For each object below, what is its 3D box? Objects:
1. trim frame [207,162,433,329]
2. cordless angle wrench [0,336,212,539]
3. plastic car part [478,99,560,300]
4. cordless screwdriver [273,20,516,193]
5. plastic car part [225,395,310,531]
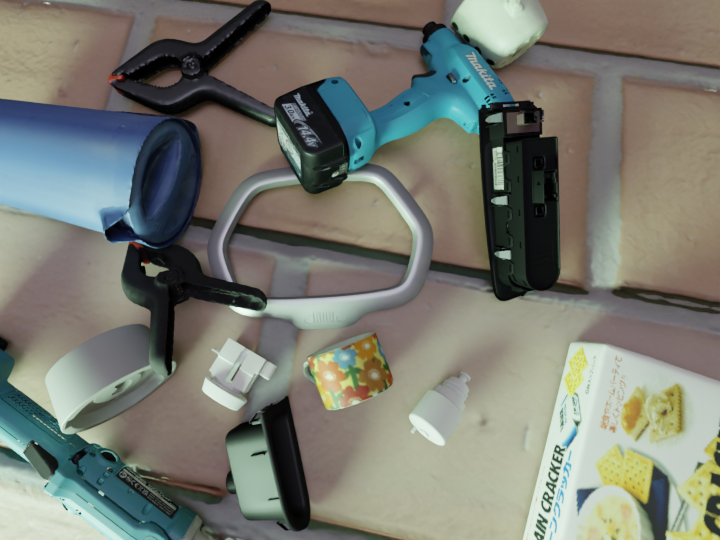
[{"bbox_3d":[-0.045,-0.030,0.465,0.248,0.027,0.187,-5,77,0],"label":"trim frame"},{"bbox_3d":[-0.258,0.200,0.402,0.427,0.097,0.074,34,81,5],"label":"cordless angle wrench"},{"bbox_3d":[0.165,-0.065,0.419,0.064,0.070,0.200,-9,103,-23],"label":"plastic car part"},{"bbox_3d":[0.026,-0.191,0.466,0.246,0.073,0.164,-21,69,-10],"label":"cordless screwdriver"},{"bbox_3d":[-0.096,0.192,0.408,0.072,0.064,0.118,-13,82,13],"label":"plastic car part"}]
